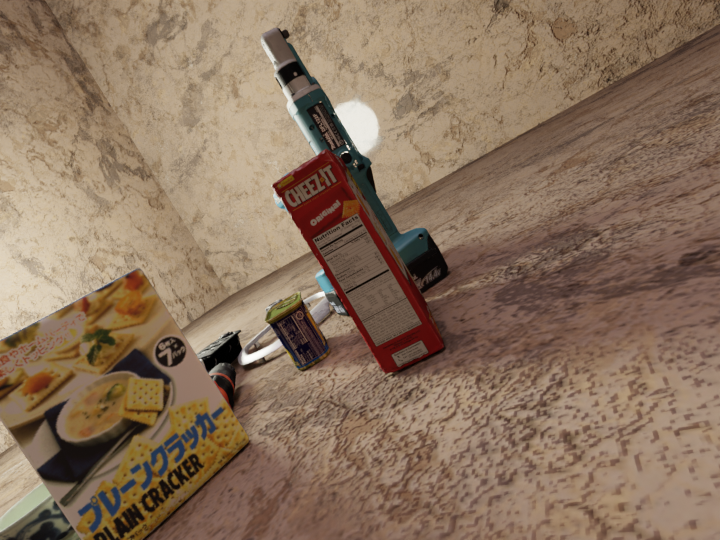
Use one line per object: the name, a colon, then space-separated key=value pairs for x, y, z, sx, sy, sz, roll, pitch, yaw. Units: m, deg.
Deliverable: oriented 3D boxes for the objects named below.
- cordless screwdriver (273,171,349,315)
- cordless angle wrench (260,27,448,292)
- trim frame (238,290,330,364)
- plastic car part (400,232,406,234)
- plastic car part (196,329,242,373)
cordless screwdriver: x=-0.071 y=-0.046 z=0.727 sx=0.073 sy=0.247 sz=0.162 roll=-32 pitch=5 yaw=-16
cordless angle wrench: x=-0.024 y=-0.154 z=0.605 sx=0.097 sy=0.420 sz=0.075 roll=-32 pitch=3 yaw=-13
trim frame: x=-0.136 y=0.106 z=0.815 sx=0.190 sy=0.027 sz=0.244 roll=-23 pitch=12 yaw=42
plastic car part: x=0.056 y=-0.019 z=0.727 sx=0.065 sy=0.070 sz=0.119 roll=-32 pitch=8 yaw=-12
plastic car part: x=-0.272 y=0.163 z=0.823 sx=0.067 sy=0.066 sz=0.204 roll=-31 pitch=9 yaw=5
